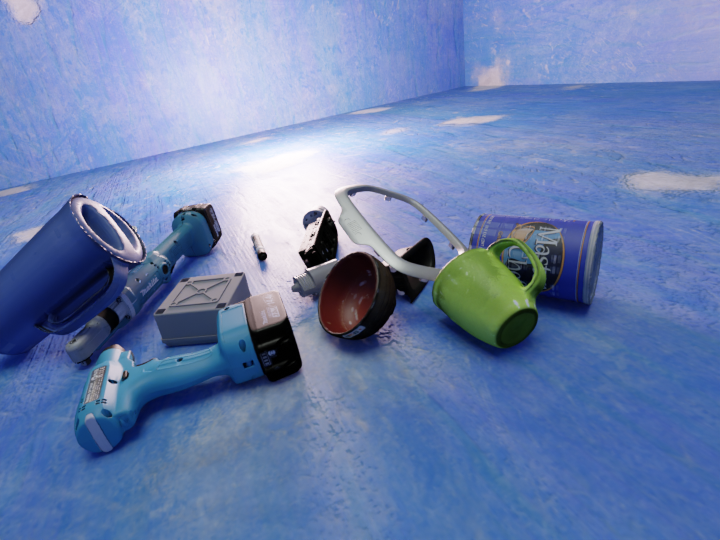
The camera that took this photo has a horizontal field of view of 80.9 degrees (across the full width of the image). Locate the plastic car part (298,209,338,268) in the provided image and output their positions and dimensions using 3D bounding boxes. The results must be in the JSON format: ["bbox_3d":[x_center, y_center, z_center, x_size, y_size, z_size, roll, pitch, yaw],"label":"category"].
[{"bbox_3d":[-0.076,-0.050,0.780,0.068,0.064,0.206,-29,22,20],"label":"plastic car part"}]

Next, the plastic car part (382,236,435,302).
[{"bbox_3d":[0.063,-0.004,0.643,0.074,0.064,0.114,-10,18,33],"label":"plastic car part"}]

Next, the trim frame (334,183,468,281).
[{"bbox_3d":[0.058,-0.063,0.627,0.177,0.027,0.262,-3,41,-31],"label":"trim frame"}]

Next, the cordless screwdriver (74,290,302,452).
[{"bbox_3d":[-0.205,0.101,0.512,0.245,0.072,0.167,-22,28,-14],"label":"cordless screwdriver"}]

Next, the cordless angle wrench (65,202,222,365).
[{"bbox_3d":[-0.366,0.002,0.746,0.076,0.094,0.429,-8,30,11],"label":"cordless angle wrench"}]
